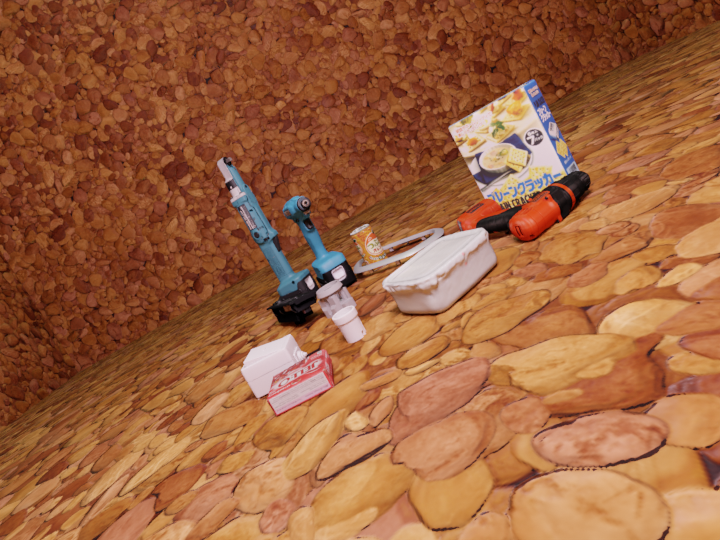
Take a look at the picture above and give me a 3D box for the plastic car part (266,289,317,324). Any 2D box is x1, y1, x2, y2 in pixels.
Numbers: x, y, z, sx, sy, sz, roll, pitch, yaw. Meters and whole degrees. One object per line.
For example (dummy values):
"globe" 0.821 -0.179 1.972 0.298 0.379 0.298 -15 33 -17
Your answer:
"plastic car part" -0.151 0.085 0.939 0.065 0.066 0.210 -34 12 -28

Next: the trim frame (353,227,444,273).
"trim frame" 0.087 -0.045 1.018 0.256 0.027 0.181 -21 14 36

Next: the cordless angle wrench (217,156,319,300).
"cordless angle wrench" -0.250 -0.097 1.082 0.100 0.418 0.073 -26 7 29

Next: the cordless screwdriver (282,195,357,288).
"cordless screwdriver" -0.098 -0.064 1.000 0.073 0.246 0.163 -31 8 -16
